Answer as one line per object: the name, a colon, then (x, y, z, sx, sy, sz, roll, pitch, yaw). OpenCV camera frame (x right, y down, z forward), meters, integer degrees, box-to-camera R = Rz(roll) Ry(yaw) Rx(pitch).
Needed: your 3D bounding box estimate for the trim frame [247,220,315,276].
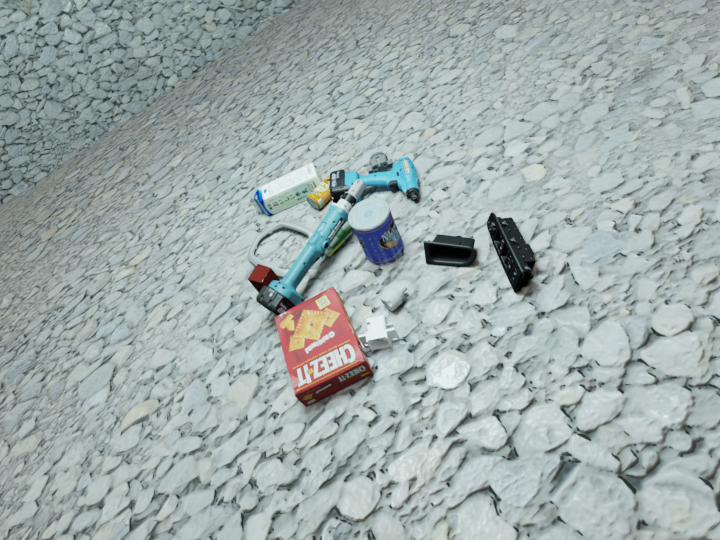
trim frame: (-0.229, -0.063, 1.223, 0.263, 0.026, 0.184, 21, 67, 39)

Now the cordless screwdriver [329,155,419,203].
cordless screwdriver: (0.039, -0.238, 1.202, 0.252, 0.071, 0.165, -11, 48, 8)

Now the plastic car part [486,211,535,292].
plastic car part: (0.328, -0.053, 0.915, 0.067, 0.063, 0.211, -14, 47, 2)

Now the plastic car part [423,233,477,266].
plastic car part: (0.214, -0.054, 0.981, 0.121, 0.063, 0.071, 5, 41, 26)

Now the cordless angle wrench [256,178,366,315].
cordless angle wrench: (-0.107, -0.070, 1.090, 0.078, 0.093, 0.423, 23, 73, 35)
